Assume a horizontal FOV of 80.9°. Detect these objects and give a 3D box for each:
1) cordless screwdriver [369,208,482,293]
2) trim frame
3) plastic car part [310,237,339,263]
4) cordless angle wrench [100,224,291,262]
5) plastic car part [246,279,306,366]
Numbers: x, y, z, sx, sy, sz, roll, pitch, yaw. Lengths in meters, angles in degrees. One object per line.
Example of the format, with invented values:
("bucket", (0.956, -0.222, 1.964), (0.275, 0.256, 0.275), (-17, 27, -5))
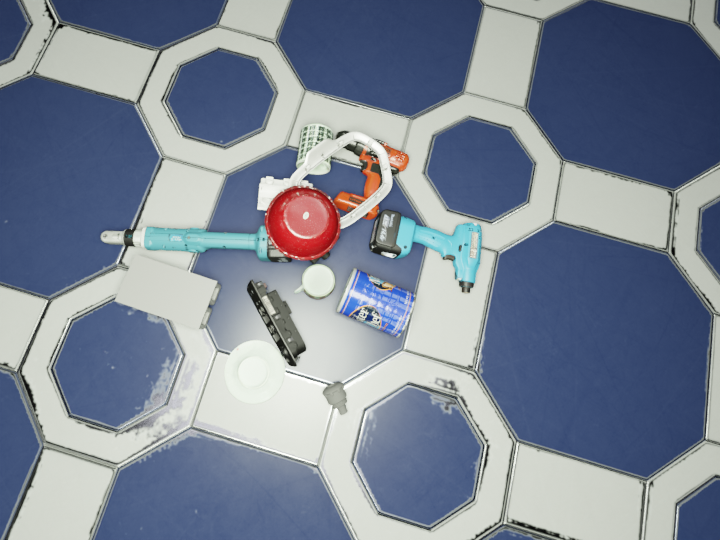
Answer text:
("cordless screwdriver", (0.147, -0.044, 0.948), (0.247, 0.074, 0.161), (10, 77, -4))
("trim frame", (-0.040, -0.203, 0.932), (0.247, 0.027, 0.185), (-39, 87, -11))
("plastic car part", (-0.092, -0.060, 0.945), (0.069, 0.068, 0.116), (45, 66, -17))
("cordless angle wrench", (-0.363, -0.066, 0.931), (0.425, 0.097, 0.075), (2, 82, 2))
("plastic car part", (-0.177, 0.110, 0.911), (0.065, 0.067, 0.207), (-19, 76, -34))
